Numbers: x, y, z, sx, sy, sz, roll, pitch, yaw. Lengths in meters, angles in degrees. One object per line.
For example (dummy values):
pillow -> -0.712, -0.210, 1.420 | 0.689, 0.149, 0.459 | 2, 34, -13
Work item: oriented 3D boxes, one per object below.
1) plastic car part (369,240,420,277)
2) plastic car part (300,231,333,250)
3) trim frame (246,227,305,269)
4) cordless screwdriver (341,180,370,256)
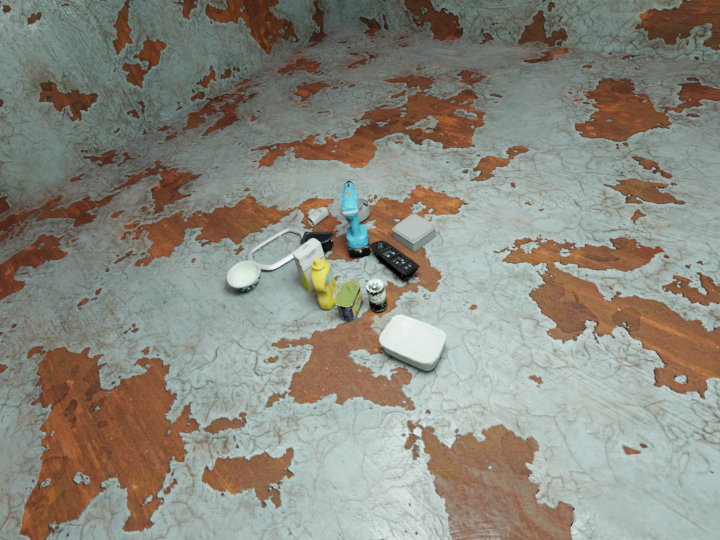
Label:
plastic car part -> 0.108, -0.035, 1.398 | 0.065, 0.064, 0.215 | -31, 47, -16
plastic car part -> -0.150, -0.098, 1.531 | 0.120, 0.068, 0.067 | 3, 47, 18
trim frame -> -0.312, -0.083, 1.594 | 0.245, 0.026, 0.195 | -37, 48, -19
cordless screwdriver -> -0.021, -0.174, 1.447 | 0.075, 0.238, 0.164 | -8, 45, 5
